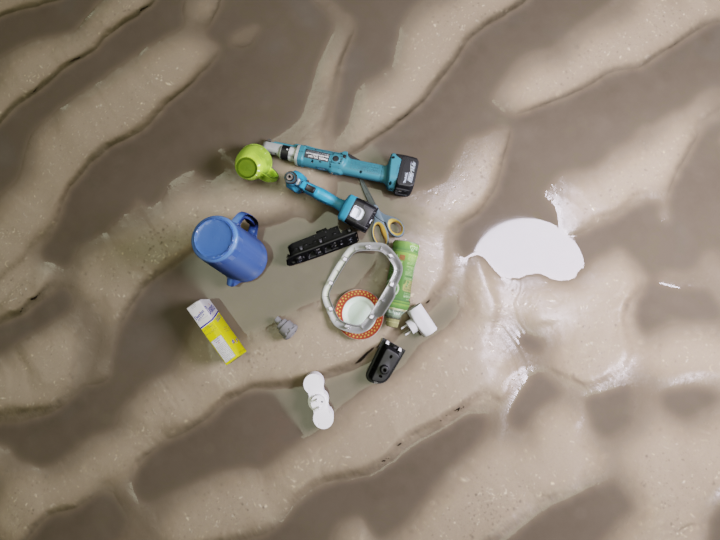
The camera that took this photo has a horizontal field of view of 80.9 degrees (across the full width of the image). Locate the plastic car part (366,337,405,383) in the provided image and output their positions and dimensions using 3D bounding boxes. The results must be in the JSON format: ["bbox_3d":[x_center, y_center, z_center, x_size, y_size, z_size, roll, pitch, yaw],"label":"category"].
[{"bbox_3d":[0.062,0.240,1.072,0.067,0.070,0.116,29,83,3],"label":"plastic car part"}]

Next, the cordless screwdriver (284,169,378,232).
[{"bbox_3d":[-0.081,-0.184,1.078,0.251,0.158,0.074,28,94,3],"label":"cordless screwdriver"}]

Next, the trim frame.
[{"bbox_3d":[0.002,0.040,1.083,0.193,0.026,0.248,34,93,25],"label":"trim frame"}]

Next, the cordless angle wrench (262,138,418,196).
[{"bbox_3d":[-0.064,-0.290,1.136,0.429,0.073,0.099,13,76,7],"label":"cordless angle wrench"}]

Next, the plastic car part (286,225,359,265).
[{"bbox_3d":[-0.109,-0.072,1.119,0.203,0.065,0.069,-25,76,0],"label":"plastic car part"}]
